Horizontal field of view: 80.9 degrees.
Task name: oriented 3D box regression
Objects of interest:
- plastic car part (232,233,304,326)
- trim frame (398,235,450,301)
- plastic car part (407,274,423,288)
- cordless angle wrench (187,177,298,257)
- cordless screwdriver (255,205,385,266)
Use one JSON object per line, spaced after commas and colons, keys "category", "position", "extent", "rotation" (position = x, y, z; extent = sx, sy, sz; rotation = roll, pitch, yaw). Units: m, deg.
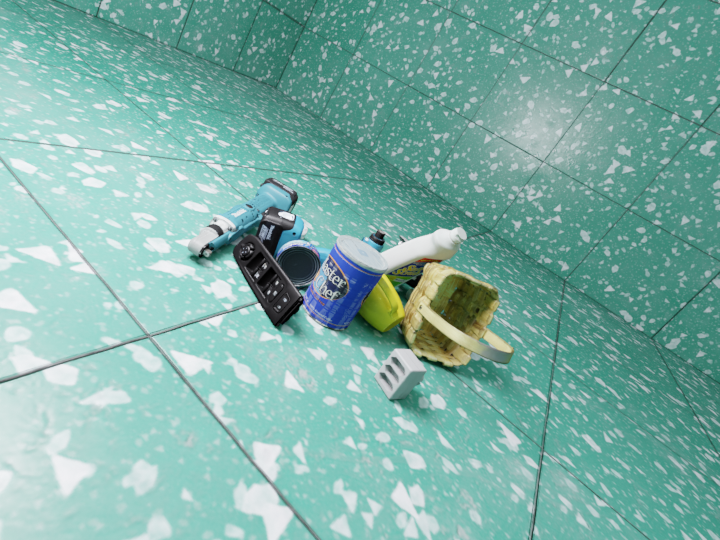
{"category": "plastic car part", "position": [-0.158, 0.009, 0.741], "extent": [0.214, 0.066, 0.063], "rotation": [46, 15, 34]}
{"category": "trim frame", "position": [0.169, 0.009, 1.086], "extent": [0.243, 0.027, 0.188], "rotation": [55, 0, -14]}
{"category": "plastic car part", "position": [0.132, 0.019, 1.046], "extent": [0.070, 0.066, 0.118], "rotation": [38, 1, -8]}
{"category": "cordless angle wrench", "position": [-0.243, -0.113, 0.894], "extent": [0.098, 0.074, 0.423], "rotation": [30, 24, -2]}
{"category": "cordless screwdriver", "position": [-0.083, -0.054, 0.845], "extent": [0.244, 0.159, 0.076], "rotation": [25, 22, -10]}
